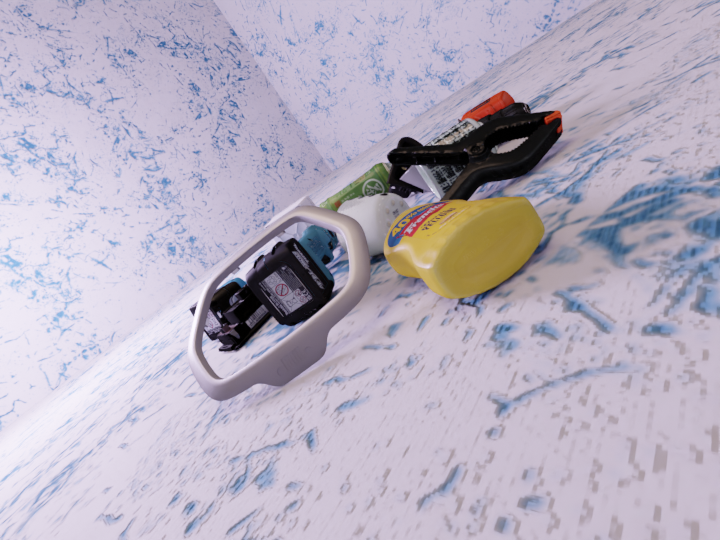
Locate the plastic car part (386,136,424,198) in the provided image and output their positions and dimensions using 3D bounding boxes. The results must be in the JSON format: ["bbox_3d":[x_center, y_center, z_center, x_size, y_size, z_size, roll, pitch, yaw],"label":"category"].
[{"bbox_3d":[0.083,-0.181,0.786,0.070,0.066,0.118,112,172,-60],"label":"plastic car part"}]

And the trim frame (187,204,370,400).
[{"bbox_3d":[-0.096,0.029,0.457,0.250,0.026,0.194,-37,49,9],"label":"trim frame"}]

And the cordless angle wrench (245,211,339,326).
[{"bbox_3d":[-0.069,-0.045,0.707,0.075,0.096,0.424,-36,11,16],"label":"cordless angle wrench"}]

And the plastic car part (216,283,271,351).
[{"bbox_3d":[-0.161,0.044,0.692,0.200,0.066,0.068,-44,8,-38],"label":"plastic car part"}]

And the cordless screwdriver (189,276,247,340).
[{"bbox_3d":[-0.187,0.021,0.791,0.164,0.073,0.246,-24,15,38],"label":"cordless screwdriver"}]
